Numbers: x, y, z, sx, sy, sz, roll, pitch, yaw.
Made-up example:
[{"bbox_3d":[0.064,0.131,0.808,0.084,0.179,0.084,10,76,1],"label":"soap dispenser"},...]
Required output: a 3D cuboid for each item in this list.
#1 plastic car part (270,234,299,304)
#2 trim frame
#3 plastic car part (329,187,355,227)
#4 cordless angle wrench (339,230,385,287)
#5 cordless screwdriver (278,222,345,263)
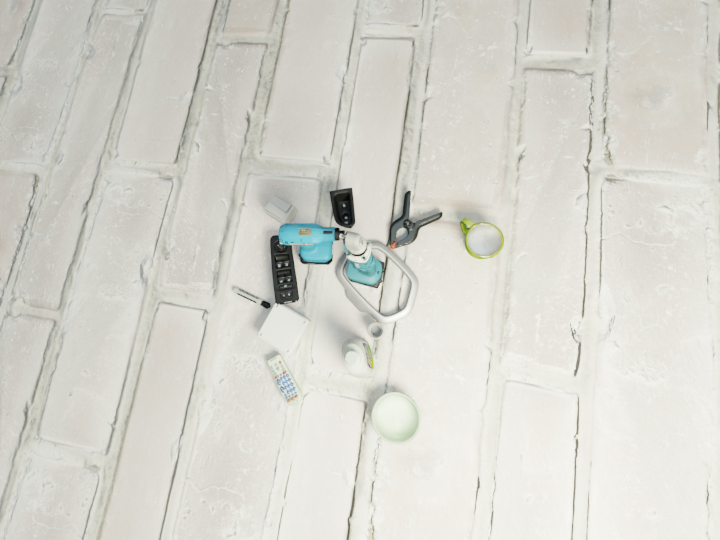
[{"bbox_3d":[-0.216,-0.004,1.208,0.067,0.065,0.207,-12,76,5],"label":"plastic car part"},{"bbox_3d":[0.045,0.030,1.175,0.184,0.027,0.256,-44,74,-2],"label":"trim frame"},{"bbox_3d":[-0.046,-0.169,1.214,0.067,0.069,0.118,-9,77,5],"label":"plastic car part"},{"bbox_3d":[0.002,-0.027,0.996,0.100,0.413,0.075,15,82,7],"label":"cordless angle wrench"},{"bbox_3d":[-0.109,-0.071,1.113,0.161,0.243,0.075,1,80,6],"label":"cordless screwdriver"}]
